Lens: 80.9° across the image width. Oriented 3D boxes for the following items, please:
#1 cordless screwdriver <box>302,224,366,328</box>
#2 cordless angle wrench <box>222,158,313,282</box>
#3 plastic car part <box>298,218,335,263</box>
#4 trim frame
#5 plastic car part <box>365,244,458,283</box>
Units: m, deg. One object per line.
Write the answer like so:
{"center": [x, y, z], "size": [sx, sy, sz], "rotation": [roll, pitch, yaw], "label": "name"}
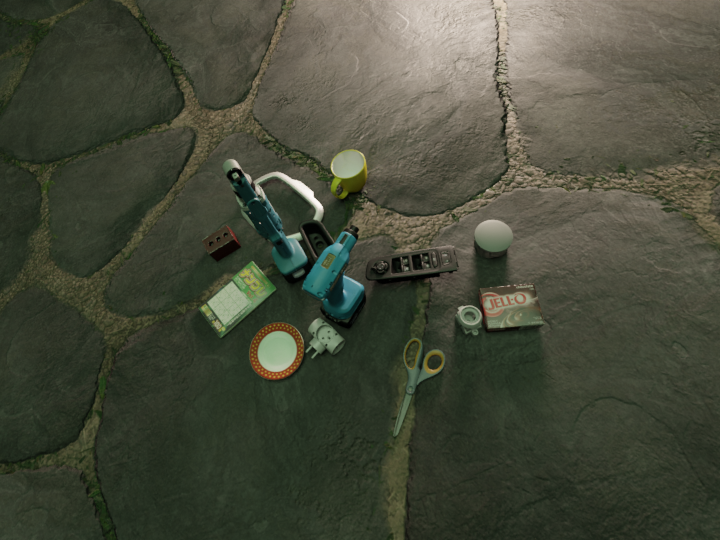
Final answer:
{"center": [-0.037, 0.019, 0.884], "size": [0.077, 0.239, 0.159], "rotation": [26, 73, 18], "label": "cordless screwdriver"}
{"center": [-0.191, -0.095, 0.879], "size": [0.074, 0.407, 0.102], "rotation": [-30, 66, -5], "label": "cordless angle wrench"}
{"center": [-0.101, -0.066, 1.036], "size": [0.066, 0.068, 0.122], "rotation": [-29, 63, -4], "label": "plastic car part"}
{"center": [-0.212, -0.169, 1.133], "size": [0.260, 0.026, 0.183], "rotation": [40, 79, 26], "label": "trim frame"}
{"center": [0.113, -0.007, 0.961], "size": [0.206, 0.064, 0.068], "rotation": [-6, 65, 9], "label": "plastic car part"}
